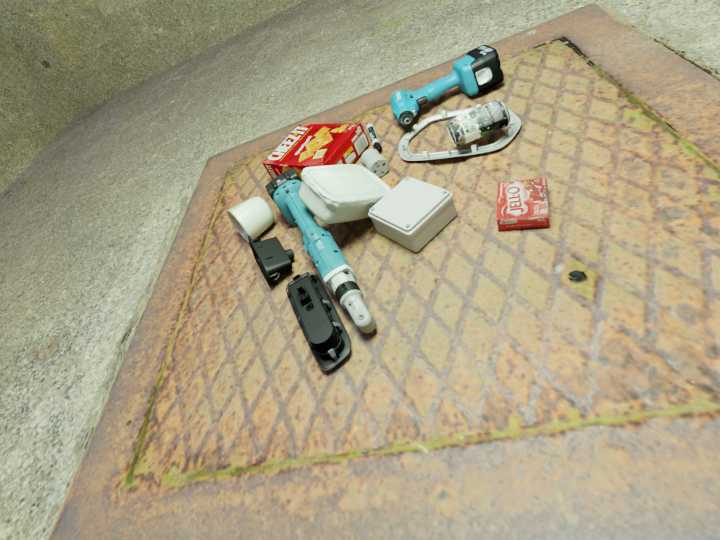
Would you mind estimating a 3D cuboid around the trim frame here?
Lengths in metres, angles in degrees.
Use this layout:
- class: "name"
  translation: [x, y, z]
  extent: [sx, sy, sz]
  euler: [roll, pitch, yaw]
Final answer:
- class: "trim frame"
  translation: [0.198, -0.286, 0.880]
  extent: [0.260, 0.026, 0.185]
  euler: [3, 52, 30]

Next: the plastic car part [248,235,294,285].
- class: "plastic car part"
  translation: [-0.166, -0.024, 0.822]
  extent: [0.070, 0.063, 0.123]
  euler: [-26, 43, -17]

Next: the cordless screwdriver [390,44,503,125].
- class: "cordless screwdriver"
  translation: [0.191, -0.410, 0.961]
  extent: [0.254, 0.071, 0.164]
  euler: [-20, 36, 16]

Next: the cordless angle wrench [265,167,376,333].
- class: "cordless angle wrench"
  translation: [-0.075, -0.049, 0.769]
  extent: [0.074, 0.093, 0.446]
  euler: [-34, 45, 0]

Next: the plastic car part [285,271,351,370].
- class: "plastic car part"
  translation: [-0.073, 0.065, 0.678]
  extent: [0.066, 0.064, 0.214]
  euler: [-26, 44, -6]
